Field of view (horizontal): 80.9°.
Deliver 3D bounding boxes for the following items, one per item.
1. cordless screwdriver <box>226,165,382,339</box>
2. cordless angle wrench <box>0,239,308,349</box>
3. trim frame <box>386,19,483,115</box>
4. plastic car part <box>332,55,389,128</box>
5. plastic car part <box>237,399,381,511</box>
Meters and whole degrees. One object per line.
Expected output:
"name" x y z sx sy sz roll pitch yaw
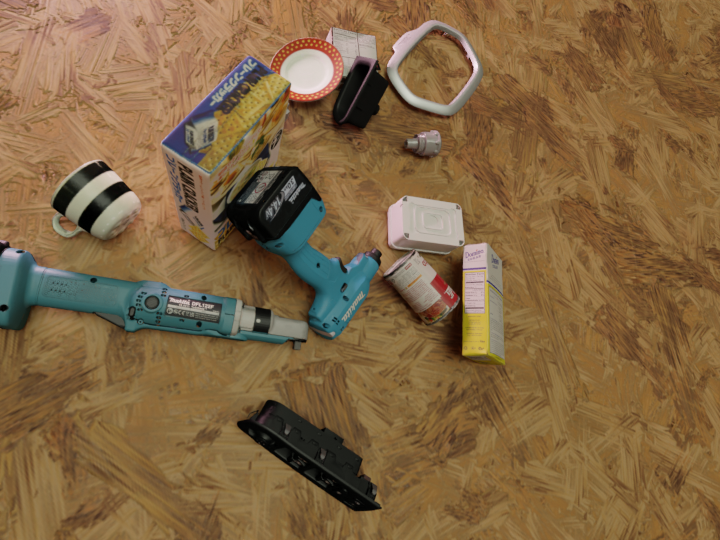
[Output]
"cordless screwdriver" -0.056 -0.037 0.577 0.158 0.078 0.237 -53 130 -26
"cordless angle wrench" -0.268 0.047 0.539 0.411 0.075 0.099 11 70 -17
"trim frame" 0.151 -0.409 0.848 0.183 0.028 0.248 38 67 -4
"plastic car part" 0.006 -0.300 0.734 0.067 0.070 0.116 13 111 -37
"plastic car part" -0.062 0.232 0.546 0.201 0.067 0.067 33 56 -6
